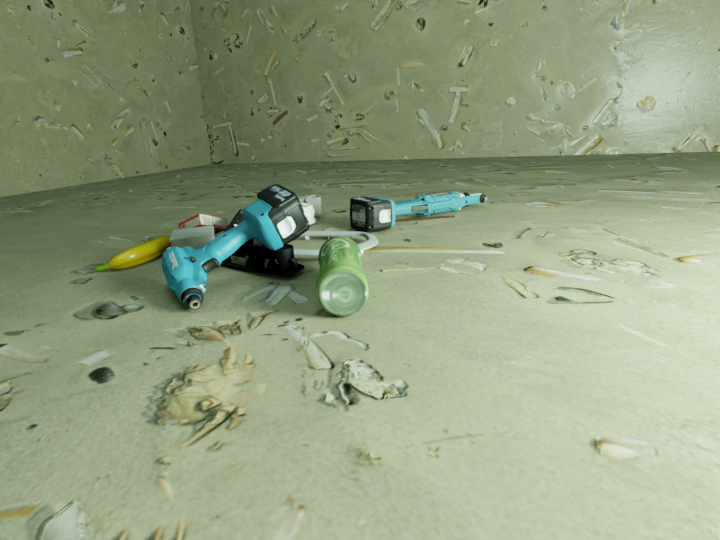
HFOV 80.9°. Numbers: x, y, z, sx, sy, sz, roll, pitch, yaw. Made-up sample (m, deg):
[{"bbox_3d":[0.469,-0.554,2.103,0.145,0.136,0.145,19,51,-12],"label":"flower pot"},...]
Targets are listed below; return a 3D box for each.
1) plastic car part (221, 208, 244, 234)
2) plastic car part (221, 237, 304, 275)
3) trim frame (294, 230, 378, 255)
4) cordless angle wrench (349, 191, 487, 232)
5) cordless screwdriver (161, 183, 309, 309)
[{"bbox_3d":[-0.270,-0.094,0.969,0.069,0.066,0.119,37,14,-14],"label":"plastic car part"},{"bbox_3d":[-0.186,-0.031,0.783,0.214,0.066,0.064,14,17,36],"label":"plastic car part"},{"bbox_3d":[-0.086,-0.057,0.884,0.255,0.027,0.183,-1,20,15],"label":"trim frame"},{"bbox_3d":[0.167,-0.168,1.091,0.408,0.073,0.103,-12,20,-30],"label":"cordless angle wrench"},{"bbox_3d":[-0.199,-0.039,0.691,0.246,0.071,0.168,-33,39,-13],"label":"cordless screwdriver"}]
